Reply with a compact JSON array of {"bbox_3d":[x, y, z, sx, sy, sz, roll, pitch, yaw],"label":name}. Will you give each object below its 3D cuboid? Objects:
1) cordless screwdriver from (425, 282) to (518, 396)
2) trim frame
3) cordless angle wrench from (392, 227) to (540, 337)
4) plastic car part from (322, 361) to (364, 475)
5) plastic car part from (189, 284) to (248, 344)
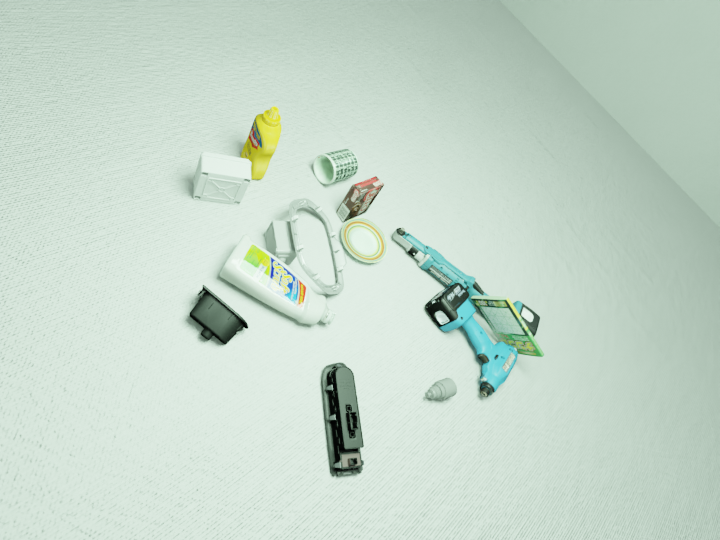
[{"bbox_3d":[0.259,0.163,1.009,0.251,0.075,0.156,49,51,3],"label":"cordless screwdriver"},{"bbox_3d":[-0.094,-0.062,0.963,0.174,0.028,0.257,27,40,-51],"label":"trim frame"},{"bbox_3d":[0.256,0.029,1.090,0.427,0.098,0.074,38,50,5],"label":"cordless angle wrench"},{"bbox_3d":[-0.032,0.270,0.799,0.064,0.067,0.210,2,57,-21],"label":"plastic car part"},{"bbox_3d":[-0.275,0.093,0.794,0.116,0.066,0.070,43,65,-2],"label":"plastic car part"}]
